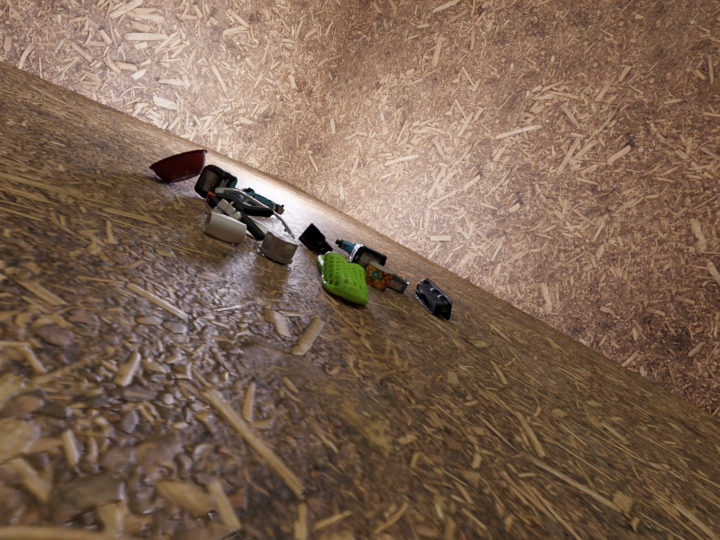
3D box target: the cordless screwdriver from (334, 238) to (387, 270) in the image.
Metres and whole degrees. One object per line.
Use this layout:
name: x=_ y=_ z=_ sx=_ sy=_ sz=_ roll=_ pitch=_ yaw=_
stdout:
cordless screwdriver: x=-0.006 y=-0.051 z=1.327 sx=0.158 sy=0.074 sz=0.251 roll=26 pitch=5 yaw=-5

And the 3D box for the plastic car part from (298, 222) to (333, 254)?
plastic car part: x=-0.120 y=-0.078 z=1.225 sx=0.067 sy=0.066 sz=0.123 roll=38 pitch=3 yaw=-40

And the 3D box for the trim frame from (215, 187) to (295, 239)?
trim frame: x=-0.279 y=-0.147 z=1.127 sx=0.241 sy=0.027 sz=0.190 roll=33 pitch=17 yaw=-18

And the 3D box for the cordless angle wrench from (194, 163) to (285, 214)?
cordless angle wrench: x=-0.347 y=-0.225 z=1.330 sx=0.077 sy=0.098 sz=0.407 roll=30 pitch=6 yaw=18

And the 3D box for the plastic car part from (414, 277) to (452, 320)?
plastic car part: x=0.202 y=0.077 z=1.215 sx=0.065 sy=0.066 sz=0.210 roll=13 pitch=13 yaw=-19
